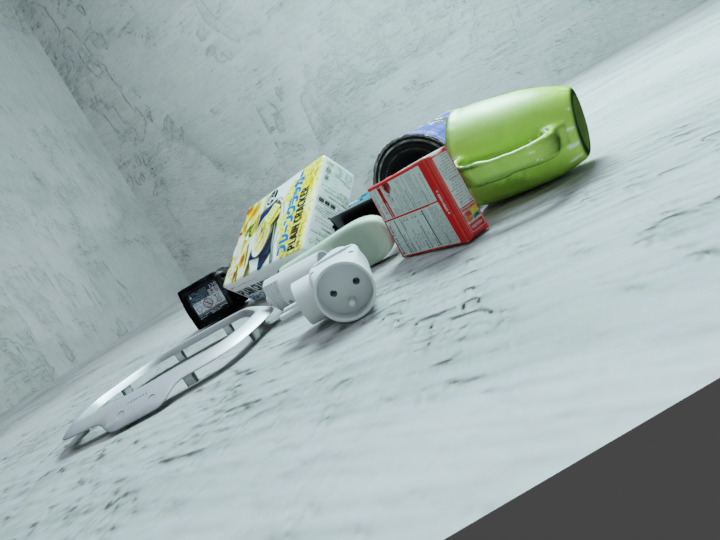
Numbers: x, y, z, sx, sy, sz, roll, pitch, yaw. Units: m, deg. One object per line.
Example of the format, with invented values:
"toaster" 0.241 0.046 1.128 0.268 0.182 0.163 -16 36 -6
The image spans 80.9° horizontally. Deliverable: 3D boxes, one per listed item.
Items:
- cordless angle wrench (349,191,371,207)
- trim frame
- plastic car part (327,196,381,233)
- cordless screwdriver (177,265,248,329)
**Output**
"cordless angle wrench" 0.027 -0.128 0.812 0.432 0.074 0.097 -28 8 25
"trim frame" -0.198 0.104 0.453 0.250 0.027 0.185 -27 10 7
"plastic car part" 0.008 -0.049 0.530 0.114 0.067 0.072 -33 -6 -37
"cordless screwdriver" -0.231 0.024 0.797 0.159 0.074 0.250 -30 6 0
